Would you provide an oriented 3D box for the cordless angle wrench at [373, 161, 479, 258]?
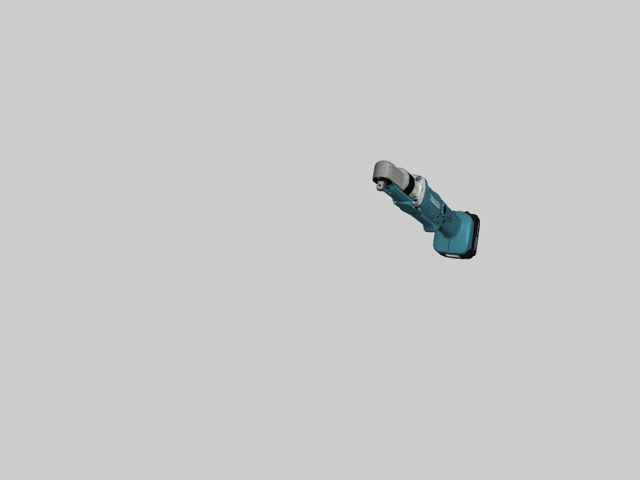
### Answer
[{"bbox_3d":[0.192,-0.051,0.743,0.074,0.098,0.423,5,-10,34],"label":"cordless angle wrench"}]
